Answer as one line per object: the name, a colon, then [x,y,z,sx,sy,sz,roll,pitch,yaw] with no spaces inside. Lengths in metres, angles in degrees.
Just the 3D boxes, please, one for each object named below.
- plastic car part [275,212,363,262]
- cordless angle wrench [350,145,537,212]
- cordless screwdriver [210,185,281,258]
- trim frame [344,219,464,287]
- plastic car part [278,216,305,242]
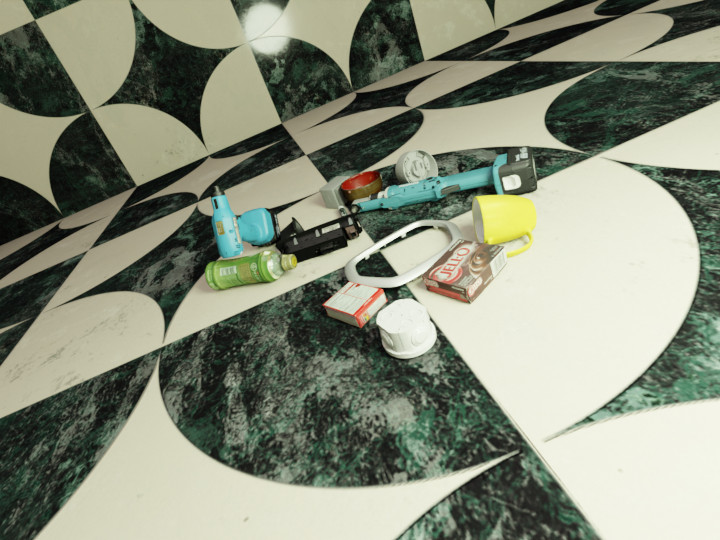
plastic car part: [-0.095,-0.062,0.969,0.206,0.063,0.069,-15,55,12]
cordless angle wrench: [0.168,-0.188,0.975,0.439,0.071,0.098,-7,32,30]
cordless screwdriver: [-0.281,-0.122,1.026,0.076,0.158,0.245,-13,5,13]
trim frame: [0.084,-0.036,0.824,0.245,0.026,0.194,-33,32,-16]
plastic car part: [-0.173,-0.082,1.056,0.071,0.063,0.121,-38,27,1]
